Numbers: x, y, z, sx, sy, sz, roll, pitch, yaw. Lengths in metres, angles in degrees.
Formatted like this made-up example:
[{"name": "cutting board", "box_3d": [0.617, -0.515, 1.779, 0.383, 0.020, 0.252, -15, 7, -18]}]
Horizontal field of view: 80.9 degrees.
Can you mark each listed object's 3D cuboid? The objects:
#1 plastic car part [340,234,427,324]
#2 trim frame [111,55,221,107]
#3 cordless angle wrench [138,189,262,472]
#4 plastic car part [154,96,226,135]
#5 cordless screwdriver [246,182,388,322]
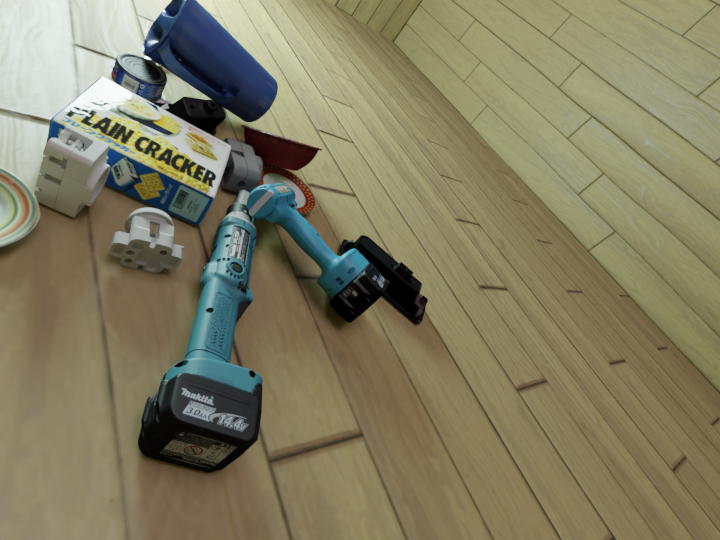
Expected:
[{"name": "plastic car part", "box_3d": [0.049, 0.007, 0.774, 0.204, 0.067, 0.066, 38, 39, 2]}, {"name": "trim frame", "box_3d": [-0.371, -0.370, 0.836, 0.182, 0.028, 0.249, 37, 34, -6]}, {"name": "cordless angle wrench", "box_3d": [-0.167, 0.015, 0.532, 0.094, 0.075, 0.438, 27, 31, -27]}, {"name": "plastic car part", "box_3d": [-0.289, -0.277, 0.749, 0.113, 0.073, 0.066, -25, 94, -53]}, {"name": "cordless screwdriver", "box_3d": [-0.066, -0.043, 0.677, 0.249, 0.075, 0.158, 46, 14, -2]}]
